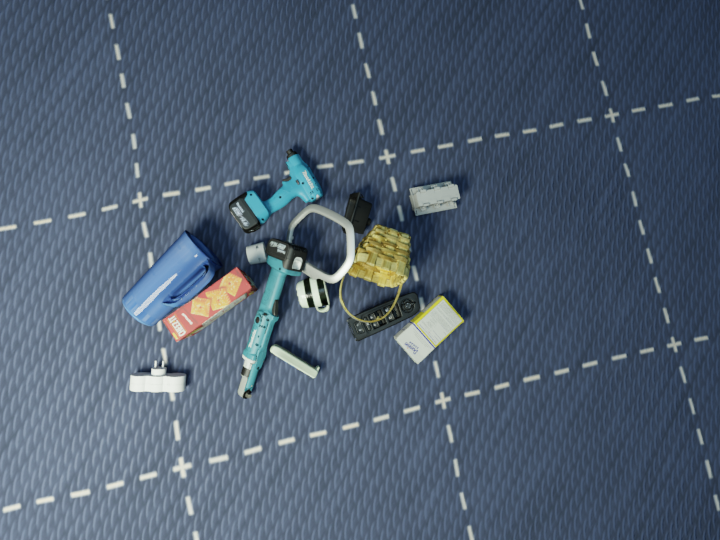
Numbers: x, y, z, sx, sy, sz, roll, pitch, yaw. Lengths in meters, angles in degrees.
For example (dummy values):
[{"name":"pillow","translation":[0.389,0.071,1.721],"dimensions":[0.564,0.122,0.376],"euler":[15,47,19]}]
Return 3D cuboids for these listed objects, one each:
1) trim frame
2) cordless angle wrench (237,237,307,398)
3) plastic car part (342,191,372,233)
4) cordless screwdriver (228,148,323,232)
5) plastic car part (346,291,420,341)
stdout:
[{"name":"trim frame","translation":[-0.107,-0.070,1.096],"dimensions":[0.263,0.026,0.183],"euler":[29,100,36]},{"name":"cordless angle wrench","translation":[-0.248,0.130,1.105],"dimensions":[0.103,0.070,0.422],"euler":[19,92,38]},{"name":"plastic car part","translation":[-0.004,-0.151,1.172],"dimensions":[0.069,0.068,0.117],"euler":[13,88,-20]},{"name":"cordless screwdriver","translation":[-0.242,-0.216,1.151],"dimensions":[0.246,0.075,0.160],"euler":[-30,88,-10]},{"name":"plastic car part","translation":[0.066,0.121,1.140],"dimensions":[0.202,0.066,0.067],"euler":[-23,82,-3]}]
